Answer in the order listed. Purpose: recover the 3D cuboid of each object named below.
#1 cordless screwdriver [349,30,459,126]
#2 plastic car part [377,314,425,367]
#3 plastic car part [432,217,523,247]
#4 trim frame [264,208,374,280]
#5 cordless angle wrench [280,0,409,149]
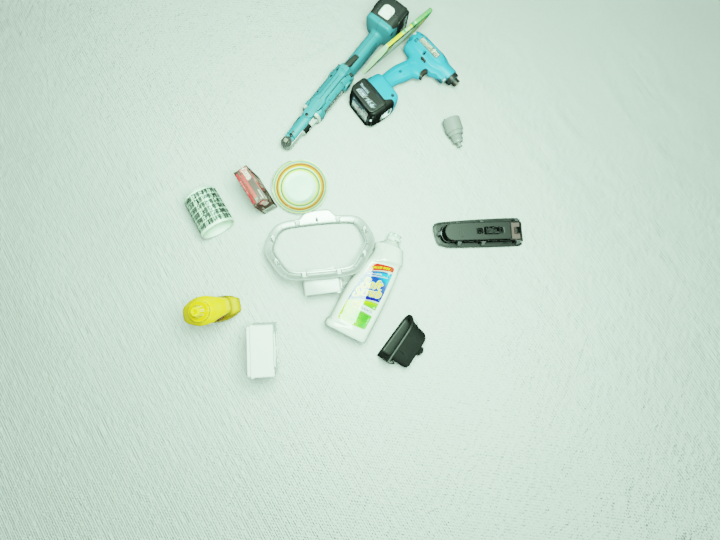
[{"bbox_3d":[0.104,-0.436,0.999,0.247,0.074,0.161,-41,85,-8],"label":"cordless screwdriver"},{"bbox_3d":[0.103,0.165,0.929,0.069,0.067,0.116,42,81,-12],"label":"plastic car part"},{"bbox_3d":[0.269,-0.085,0.955,0.204,0.067,0.066,-2,91,3],"label":"plastic car part"},{"bbox_3d":[-0.092,-0.060,0.946,0.250,0.026,0.190,-7,55,2],"label":"trim frame"},{"bbox_3d":[-0.048,-0.453,1.002,0.075,0.097,0.423,39,89,2],"label":"cordless angle wrench"}]
